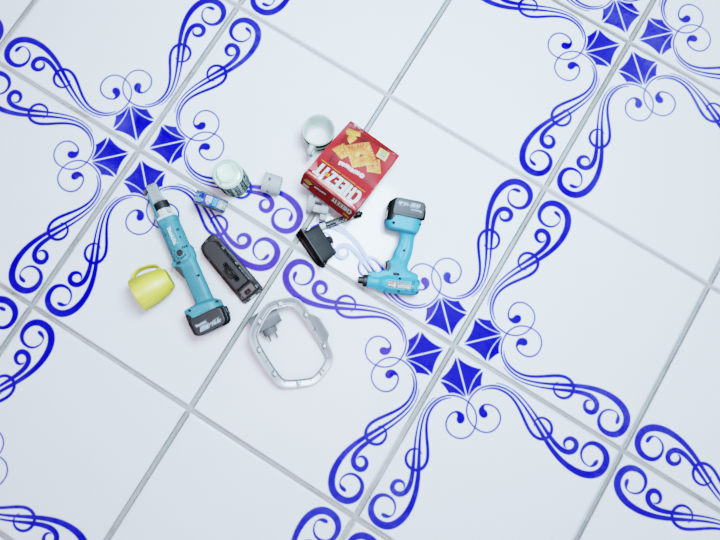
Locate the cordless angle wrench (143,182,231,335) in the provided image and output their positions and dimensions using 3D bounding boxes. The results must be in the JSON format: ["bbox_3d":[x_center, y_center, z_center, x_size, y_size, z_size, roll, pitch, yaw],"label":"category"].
[{"bbox_3d":[-0.464,-0.040,1.101,0.097,0.074,0.428,-26,83,-4],"label":"cordless angle wrench"}]

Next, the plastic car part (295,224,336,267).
[{"bbox_3d":[-0.109,-0.071,1.113,0.070,0.067,0.117,-37,90,-19],"label":"plastic car part"}]

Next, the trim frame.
[{"bbox_3d":[-0.171,0.186,1.072,0.182,0.028,0.245,-31,97,-11],"label":"trim frame"}]

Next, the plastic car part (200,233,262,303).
[{"bbox_3d":[-0.347,-0.007,1.103,0.066,0.066,0.206,-41,84,2],"label":"plastic car part"}]

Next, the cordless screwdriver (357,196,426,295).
[{"bbox_3d":[0.084,-0.065,1.104,0.159,0.074,0.249,7,88,-1],"label":"cordless screwdriver"}]
